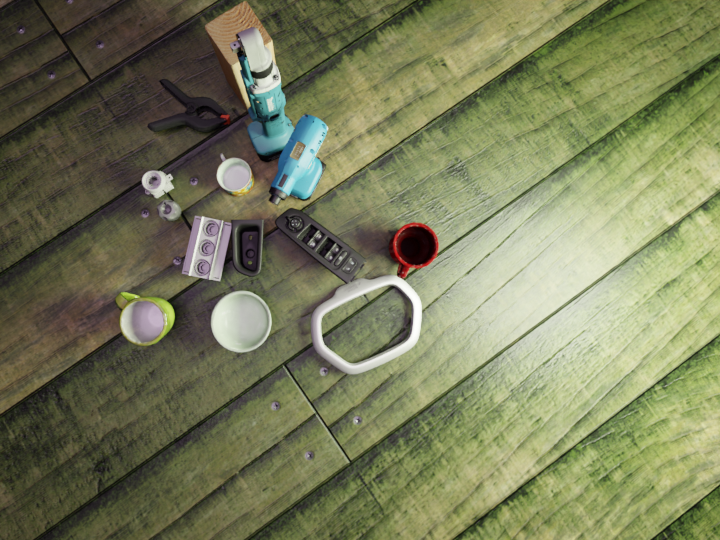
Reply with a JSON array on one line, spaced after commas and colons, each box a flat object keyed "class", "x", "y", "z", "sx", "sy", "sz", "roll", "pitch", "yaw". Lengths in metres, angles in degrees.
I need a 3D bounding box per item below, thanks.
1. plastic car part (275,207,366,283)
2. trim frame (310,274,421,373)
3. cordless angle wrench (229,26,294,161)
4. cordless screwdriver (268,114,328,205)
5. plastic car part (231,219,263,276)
[{"class": "plastic car part", "x": -0.087, "y": -0.057, "z": 0.890, "sx": 0.203, "sy": 0.067, "sz": 0.066, "roll": 38, "pitch": 85, "yaw": 1}, {"class": "trim frame", "x": 0.014, "y": 0.110, "z": 0.900, "sx": 0.247, "sy": 0.027, "sz": 0.185, "roll": -25, "pitch": 87, "yaw": -3}, {"class": "cordless angle wrench", "x": -0.161, "y": -0.286, "z": 0.726, "sx": 0.097, "sy": 0.425, "sz": 0.074, "roll": -25, "pitch": 92, "yaw": -7}, {"class": "cordless screwdriver", "x": -0.123, "y": -0.181, "z": 0.807, "sx": 0.074, "sy": 0.250, "sz": 0.159, "roll": 27, "pitch": 86, "yaw": -6}, {"class": "plastic car part", "x": -0.233, "y": -0.045, "z": 0.882, "sx": 0.066, "sy": 0.071, "sz": 0.117, "roll": 0, "pitch": 87, "yaw": -5}]
